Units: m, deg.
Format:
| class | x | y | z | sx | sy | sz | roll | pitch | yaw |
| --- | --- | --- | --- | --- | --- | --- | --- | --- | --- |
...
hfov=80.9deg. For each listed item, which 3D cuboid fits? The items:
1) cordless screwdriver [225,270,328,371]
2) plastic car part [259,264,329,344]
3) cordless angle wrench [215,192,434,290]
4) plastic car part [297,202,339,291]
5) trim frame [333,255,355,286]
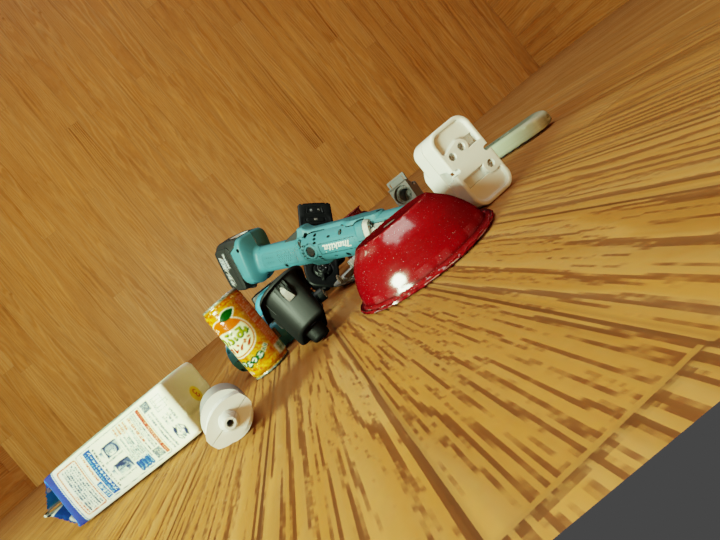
| class | x | y | z | sx | sy | sz | roll | pitch | yaw |
| --- | --- | --- | --- | --- | --- | --- | --- | --- | --- |
| cordless screwdriver | -0.119 | 0.057 | 0.683 | 0.160 | 0.073 | 0.252 | -37 | 11 | 5 |
| plastic car part | -0.064 | 0.048 | 0.462 | 0.065 | 0.073 | 0.115 | -41 | -10 | -15 |
| cordless angle wrench | -0.063 | -0.041 | 0.643 | 0.441 | 0.096 | 0.073 | -9 | 20 | 40 |
| plastic car part | -0.082 | -0.040 | 0.794 | 0.065 | 0.211 | 0.066 | 1 | -43 | -15 |
| trim frame | 0.046 | -0.054 | 0.697 | 0.246 | 0.027 | 0.187 | -46 | 8 | -27 |
